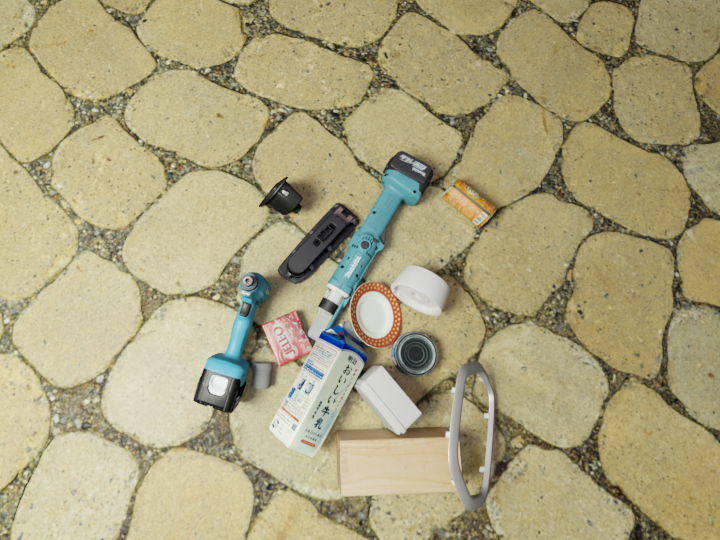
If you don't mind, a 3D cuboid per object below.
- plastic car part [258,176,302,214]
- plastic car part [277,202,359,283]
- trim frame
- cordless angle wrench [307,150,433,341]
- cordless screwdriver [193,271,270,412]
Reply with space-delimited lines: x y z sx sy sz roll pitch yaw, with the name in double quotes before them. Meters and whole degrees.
"plastic car part" -0.155 -0.144 0.868 0.068 0.121 0.066 39 76 -21
"plastic car part" -0.085 -0.056 0.869 0.066 0.067 0.202 42 81 -4
"trim frame" 0.199 0.281 0.745 0.028 0.174 0.252 -15 46 37
"cordless angle wrench" 0.009 -0.047 0.865 0.099 0.074 0.423 30 79 2
"cordless screwdriver" -0.226 0.123 0.767 0.074 0.158 0.250 17 78 -3
